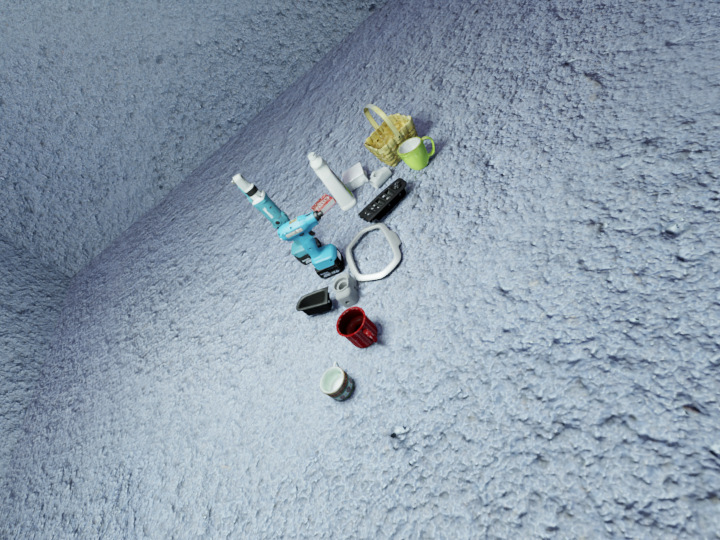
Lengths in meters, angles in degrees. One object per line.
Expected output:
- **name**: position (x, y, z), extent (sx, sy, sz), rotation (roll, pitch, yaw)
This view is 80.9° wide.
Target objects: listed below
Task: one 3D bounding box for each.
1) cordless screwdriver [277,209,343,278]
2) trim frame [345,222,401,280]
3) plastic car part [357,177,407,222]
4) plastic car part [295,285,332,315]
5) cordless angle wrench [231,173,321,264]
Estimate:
- **cordless screwdriver**: position (-0.133, -0.087, 1.365), extent (0.162, 0.236, 0.077), rotation (-25, 39, 22)
- **trim frame**: position (0.041, -0.061, 1.359), extent (0.186, 0.026, 0.260), rotation (-34, 39, 11)
- **plastic car part**: position (0.089, -0.232, 1.447), extent (0.202, 0.063, 0.070), rotation (-48, 37, -6)
- **plastic car part**: position (-0.135, 0.107, 1.321), extent (0.119, 0.067, 0.068), rotation (-21, 42, 25)
- **cordless angle wrench**: position (-0.282, -0.177, 1.445), extent (0.100, 0.401, 0.077), rotation (-26, 39, 21)
